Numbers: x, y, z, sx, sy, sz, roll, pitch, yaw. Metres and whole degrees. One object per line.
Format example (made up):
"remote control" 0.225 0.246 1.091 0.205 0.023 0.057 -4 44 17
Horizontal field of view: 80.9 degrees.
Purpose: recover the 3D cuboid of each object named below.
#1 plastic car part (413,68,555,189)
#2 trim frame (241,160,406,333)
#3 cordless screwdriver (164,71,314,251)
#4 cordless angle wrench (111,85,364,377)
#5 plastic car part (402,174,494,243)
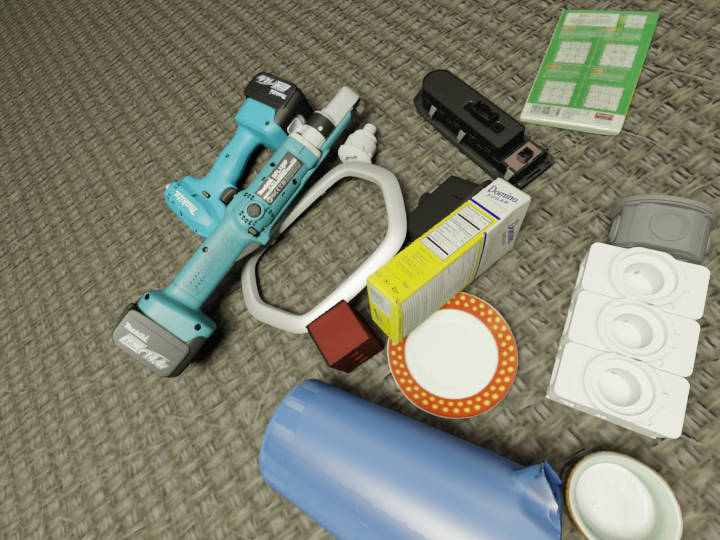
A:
"plastic car part" 0.139 -0.187 0.526 0.066 0.063 0.213 -42 60 6
"trim frame" -0.052 -0.034 0.528 0.249 0.026 0.194 -45 54 6
"cordless screwdriver" -0.159 -0.152 0.607 0.167 0.071 0.248 37 88 27
"cordless angle wrench" -0.133 -0.069 0.531 0.096 0.075 0.422 37 81 -9
"plastic car part" 0.094 -0.064 0.493 0.116 0.062 0.075 -48 50 -7
